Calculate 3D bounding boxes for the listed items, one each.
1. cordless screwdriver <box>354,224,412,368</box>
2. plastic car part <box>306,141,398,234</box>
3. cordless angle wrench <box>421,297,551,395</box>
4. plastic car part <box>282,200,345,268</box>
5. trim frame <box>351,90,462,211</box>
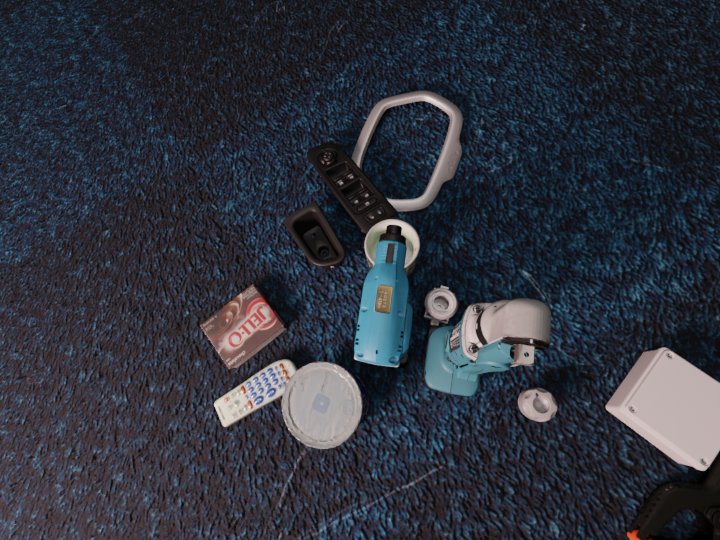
[{"bbox_3d":[0.035,0.050,0.567,0.076,0.241,0.161,7,74,7],"label":"cordless screwdriver"},{"bbox_3d":[-0.019,-0.143,0.734,0.066,0.065,0.210,-34,70,-4],"label":"plastic car part"},{"bbox_3d":[0.119,0.083,0.452,0.076,0.411,0.099,9,75,7],"label":"cordless angle wrench"},{"bbox_3d":[-0.069,-0.045,0.708,0.066,0.069,0.120,-32,71,-3],"label":"plastic car part"},{"bbox_3d":[0.085,-0.219,0.761,0.189,0.026,0.250,18,76,15],"label":"trim frame"}]
